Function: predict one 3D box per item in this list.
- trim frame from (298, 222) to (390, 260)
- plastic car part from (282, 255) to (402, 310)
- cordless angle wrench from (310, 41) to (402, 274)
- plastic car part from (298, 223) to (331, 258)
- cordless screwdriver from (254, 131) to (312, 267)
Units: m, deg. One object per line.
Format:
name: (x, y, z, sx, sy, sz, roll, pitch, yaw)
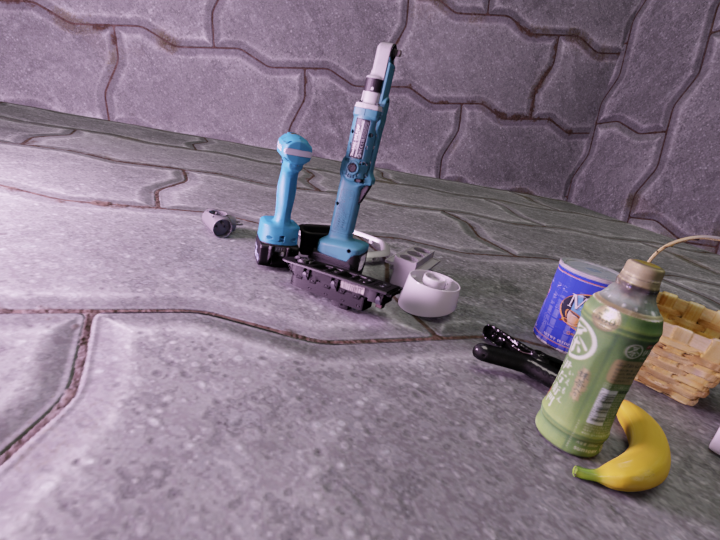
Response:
trim frame: (-0.044, -0.073, 1.009, 0.261, 0.027, 0.178, 23, 23, 28)
plastic car part: (-0.040, 0.023, 0.702, 0.212, 0.066, 0.064, 21, 21, 25)
cordless angle wrench: (-0.004, -0.185, 0.765, 0.102, 0.417, 0.072, 20, 19, 19)
plastic car part: (-0.086, -0.056, 0.880, 0.111, 0.070, 0.070, -3, 25, -37)
cordless screwdriver: (-0.149, -0.138, 0.809, 0.072, 0.245, 0.166, 7, 20, -20)
